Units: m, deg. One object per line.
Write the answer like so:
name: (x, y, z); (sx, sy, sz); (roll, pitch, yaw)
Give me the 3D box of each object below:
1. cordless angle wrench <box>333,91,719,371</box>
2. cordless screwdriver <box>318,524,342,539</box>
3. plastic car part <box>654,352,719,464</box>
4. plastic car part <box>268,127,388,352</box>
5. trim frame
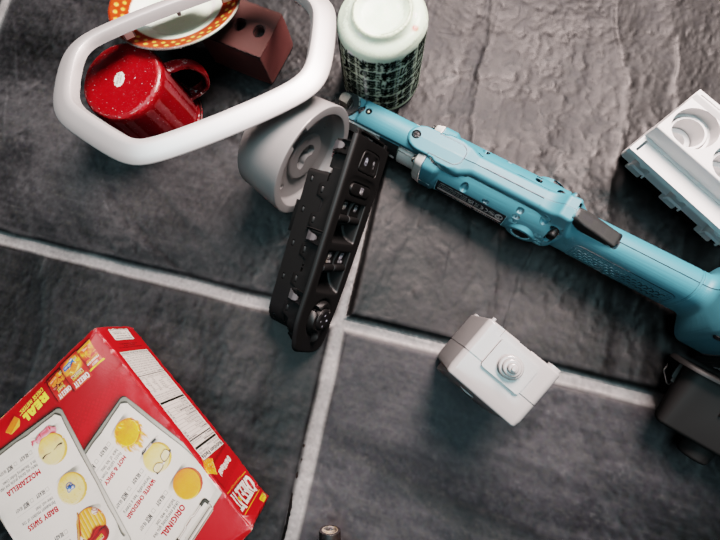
cordless angle wrench: (0.154, -0.053, 0.368); (0.436, 0.095, 0.074); (32, 85, 15)
cordless screwdriver: (0.076, 0.291, 0.321); (0.253, 0.072, 0.161); (-3, 80, 10)
plastic car part: (0.288, 0.123, 0.333); (0.120, 0.064, 0.071); (27, 99, 13)
plastic car part: (-0.037, -0.024, 0.381); (0.070, 0.064, 0.202); (16, 95, 20)
trim frame: (-0.137, -0.181, 0.358); (0.247, 0.027, 0.190); (-26, 70, -5)
